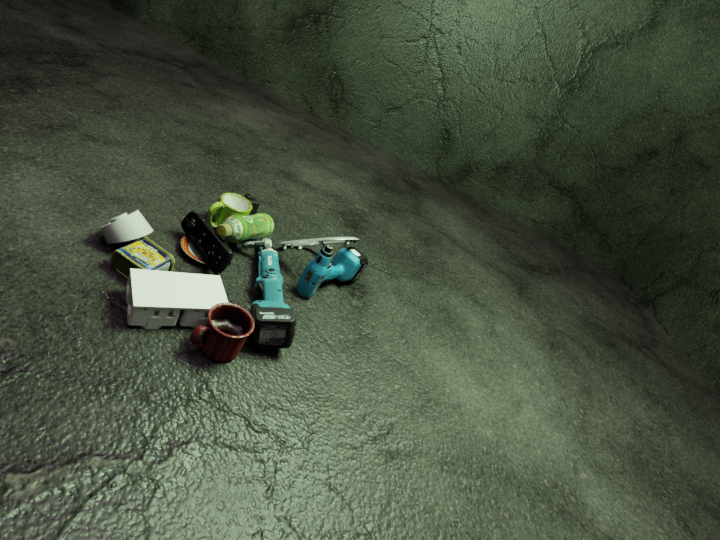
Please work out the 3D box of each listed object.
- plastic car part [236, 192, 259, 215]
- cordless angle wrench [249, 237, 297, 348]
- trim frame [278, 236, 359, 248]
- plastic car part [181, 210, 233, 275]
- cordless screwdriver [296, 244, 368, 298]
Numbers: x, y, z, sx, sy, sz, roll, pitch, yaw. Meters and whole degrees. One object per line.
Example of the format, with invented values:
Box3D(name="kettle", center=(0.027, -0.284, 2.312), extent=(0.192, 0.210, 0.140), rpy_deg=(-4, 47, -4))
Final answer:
Box3D(name="plastic car part", center=(-0.365, -0.207, 1.312), extent=(0.111, 0.070, 0.069), rpy_deg=(1, 41, -37))
Box3D(name="cordless angle wrench", center=(-0.225, 0.023, 1.046), extent=(0.096, 0.073, 0.441), rpy_deg=(2, 29, -16))
Box3D(name="trim frame", center=(-0.119, -0.078, 1.214), extent=(0.259, 0.027, 0.176), rpy_deg=(0, 1, 30))
Box3D(name="plastic car part", center=(-0.375, -0.076, 1.050), extent=(0.212, 0.066, 0.064), rpy_deg=(43, 21, 25))
Box3D(name="cordless screwdriver", center=(-0.066, -0.018, 1.170), extent=(0.077, 0.159, 0.240), rpy_deg=(40, 28, 18))
